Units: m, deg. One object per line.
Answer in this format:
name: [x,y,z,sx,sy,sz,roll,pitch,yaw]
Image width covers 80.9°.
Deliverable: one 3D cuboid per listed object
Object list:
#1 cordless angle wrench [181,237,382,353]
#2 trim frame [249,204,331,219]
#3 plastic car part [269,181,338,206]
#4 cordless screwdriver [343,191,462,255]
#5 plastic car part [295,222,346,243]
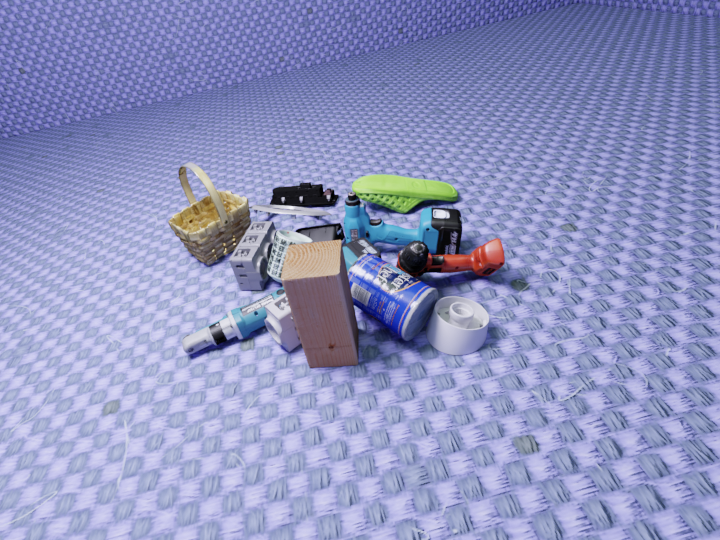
cordless angle wrench: [-0.152,0.060,0.847,0.417,0.071,0.103,-26,39,-13]
trim frame: [-0.181,-0.150,1.085,0.176,0.027,0.261,-5,12,-35]
plastic car part: [-0.170,-0.215,1.204,0.208,0.064,0.067,-4,36,16]
cordless screwdriver: [0.087,-0.100,0.909,0.255,0.153,0.075,1,38,14]
plastic car part: [-0.098,-0.064,1.000,0.119,0.063,0.073,-7,51,11]
